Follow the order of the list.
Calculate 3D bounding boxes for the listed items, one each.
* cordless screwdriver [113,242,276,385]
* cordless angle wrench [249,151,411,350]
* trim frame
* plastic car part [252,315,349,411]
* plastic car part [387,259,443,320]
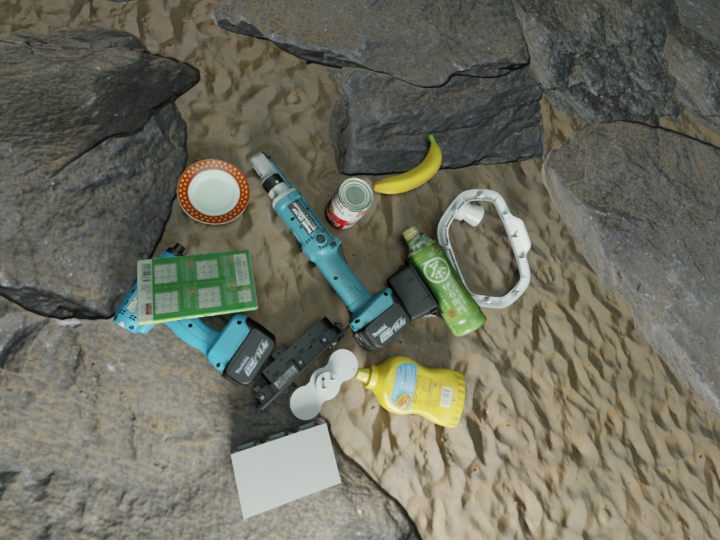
[{"bbox_3d":[-0.253,0.071,0.694,0.249,0.074,0.159,28,69,0],"label":"cordless screwdriver"},{"bbox_3d":[-0.076,-0.050,0.776,0.096,0.074,0.429,-34,81,-21],"label":"cordless angle wrench"},{"bbox_3d":[0.253,-0.042,0.845,0.181,0.028,0.248,-22,91,-12],"label":"trim frame"},{"bbox_3d":[-0.105,0.148,0.711,0.200,0.065,0.069,-37,72,-21],"label":"plastic car part"},{"bbox_3d":[0.090,0.047,0.793,0.070,0.065,0.119,-33,81,-7],"label":"plastic car part"}]
